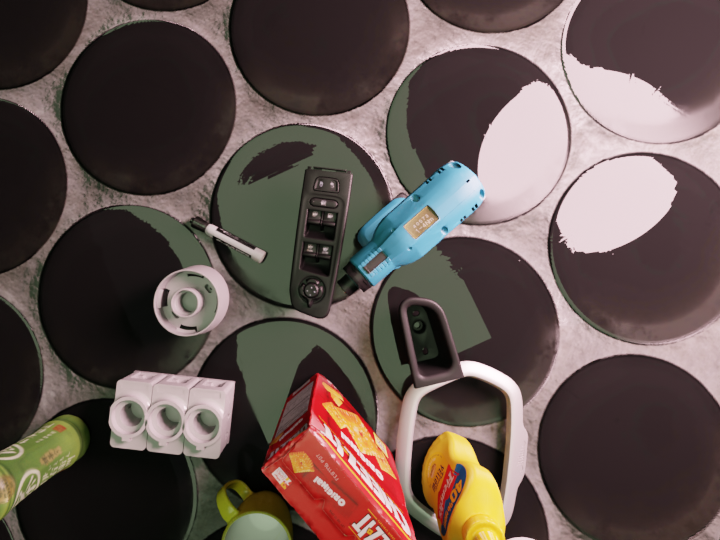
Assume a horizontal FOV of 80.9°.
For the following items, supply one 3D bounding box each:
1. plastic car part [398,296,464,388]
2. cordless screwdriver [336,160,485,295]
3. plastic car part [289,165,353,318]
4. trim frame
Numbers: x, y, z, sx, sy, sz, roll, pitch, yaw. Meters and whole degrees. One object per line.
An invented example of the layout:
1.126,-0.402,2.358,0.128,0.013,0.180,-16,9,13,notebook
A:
0.086,0.088,0.575,0.066,0.071,0.117,-14,88,-1,plastic car part
0.036,-0.036,0.495,0.159,0.249,0.074,-41,92,-2,cordless screwdriver
-0.058,-0.038,0.589,0.066,0.067,0.203,8,88,-1,plastic car part
0.142,0.249,0.587,0.185,0.027,0.249,5,87,2,trim frame
